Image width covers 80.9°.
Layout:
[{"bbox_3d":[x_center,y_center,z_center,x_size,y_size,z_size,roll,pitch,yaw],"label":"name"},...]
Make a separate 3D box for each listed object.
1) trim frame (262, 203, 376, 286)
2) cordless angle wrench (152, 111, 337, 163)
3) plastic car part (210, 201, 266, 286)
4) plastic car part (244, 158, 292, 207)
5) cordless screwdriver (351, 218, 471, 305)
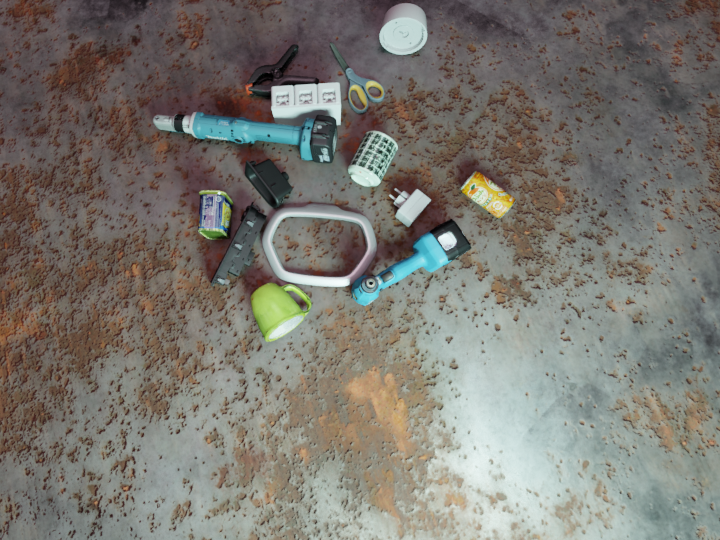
[{"bbox_3d":[-0.090,-0.059,0.916,0.250,0.027,0.186,4,79,5],"label":"trim frame"},{"bbox_3d":[-0.266,-0.313,0.948,0.429,0.095,0.075,9,76,7],"label":"cordless angle wrench"},{"bbox_3d":[-0.255,-0.053,0.902,0.066,0.067,0.204,21,79,-7],"label":"plastic car part"},{"bbox_3d":[-0.196,-0.199,0.937,0.070,0.066,0.118,-40,84,-22],"label":"plastic car part"},{"bbox_3d":[0.096,-0.013,0.832,0.247,0.157,0.076,-30,83,-7],"label":"cordless screwdriver"}]
